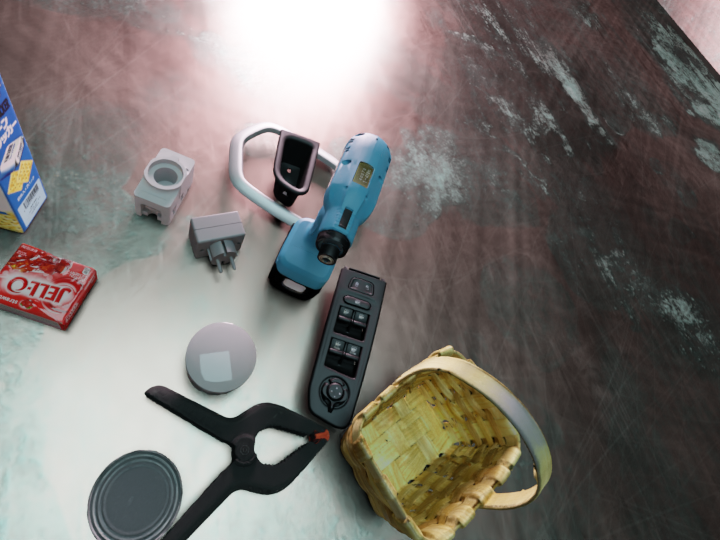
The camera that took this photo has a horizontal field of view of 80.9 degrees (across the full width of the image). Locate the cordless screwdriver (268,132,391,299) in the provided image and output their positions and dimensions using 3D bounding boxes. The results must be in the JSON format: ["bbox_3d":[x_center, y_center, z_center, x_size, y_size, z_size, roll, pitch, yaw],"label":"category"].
[{"bbox_3d":[-0.049,-0.032,0.506,0.073,0.250,0.161,26,57,-11],"label":"cordless screwdriver"}]

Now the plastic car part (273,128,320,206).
[{"bbox_3d":[-0.110,-0.149,0.656,0.064,0.071,0.119,16,58,-16],"label":"plastic car part"}]

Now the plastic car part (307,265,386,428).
[{"bbox_3d":[-0.024,0.098,0.552,0.065,0.067,0.206,22,57,-12],"label":"plastic car part"}]

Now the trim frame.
[{"bbox_3d":[-0.099,-0.149,0.686,0.247,0.027,0.185,30,56,-3],"label":"trim frame"}]
